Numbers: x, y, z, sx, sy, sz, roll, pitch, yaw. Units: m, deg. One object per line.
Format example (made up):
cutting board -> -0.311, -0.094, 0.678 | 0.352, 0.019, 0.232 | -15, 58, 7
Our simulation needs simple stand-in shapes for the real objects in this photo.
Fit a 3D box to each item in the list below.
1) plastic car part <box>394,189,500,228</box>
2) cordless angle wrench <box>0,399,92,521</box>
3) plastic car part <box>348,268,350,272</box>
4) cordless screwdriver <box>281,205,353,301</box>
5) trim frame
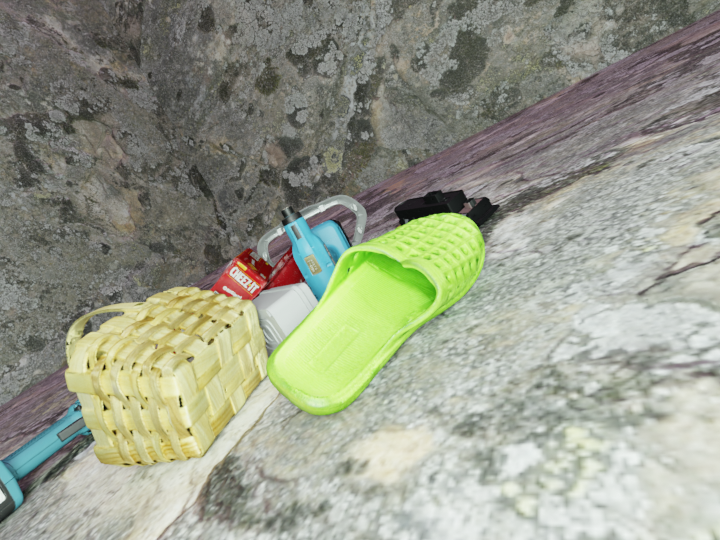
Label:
plastic car part -> 0.120, -0.096, 0.698 | 0.066, 0.065, 0.210 | -48, 20, -20
cordless angle wrench -> -0.417, 0.220, 0.654 | 0.100, 0.073, 0.418 | -24, 11, 26
plastic car part -> 0.006, 0.007, 0.551 | 0.066, 0.070, 0.117 | -29, 8, 5
cordless screwdriver -> -0.072, -0.047, 0.740 | 0.075, 0.157, 0.250 | -28, 9, 8
trim frame -> -0.098, -0.065, 0.890 | 0.250, 0.174, 0.029 | -26, 46, 5
